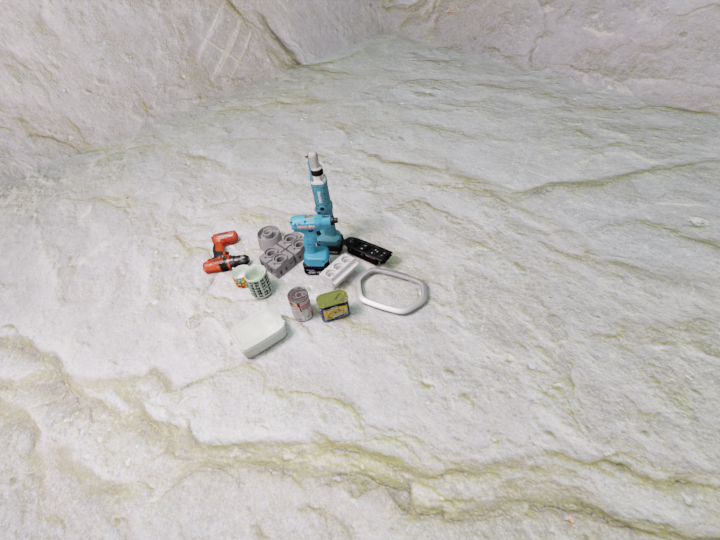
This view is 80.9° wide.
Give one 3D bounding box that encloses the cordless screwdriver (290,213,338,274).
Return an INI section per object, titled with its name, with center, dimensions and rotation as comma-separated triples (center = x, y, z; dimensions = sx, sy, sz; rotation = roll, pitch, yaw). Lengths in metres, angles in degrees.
[cordless screwdriver]
center = -0.143, -0.094, 1.467
dimensions = 0.162, 0.239, 0.076
rotation = -1, 44, 9

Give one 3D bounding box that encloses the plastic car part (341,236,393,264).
[plastic car part]
center = 0.020, -0.068, 1.529
dimensions = 0.214, 0.064, 0.065
rotation = 28, 56, 34

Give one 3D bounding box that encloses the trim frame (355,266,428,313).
[trim frame]
center = 0.100, 0.062, 1.407
dimensions = 0.259, 0.026, 0.184
rotation = 13, 50, 24

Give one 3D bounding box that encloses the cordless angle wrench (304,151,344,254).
[cordless angle wrench]
center = -0.131, -0.230, 1.481
dimensions = 0.100, 0.406, 0.076
rotation = 3, 45, 12
